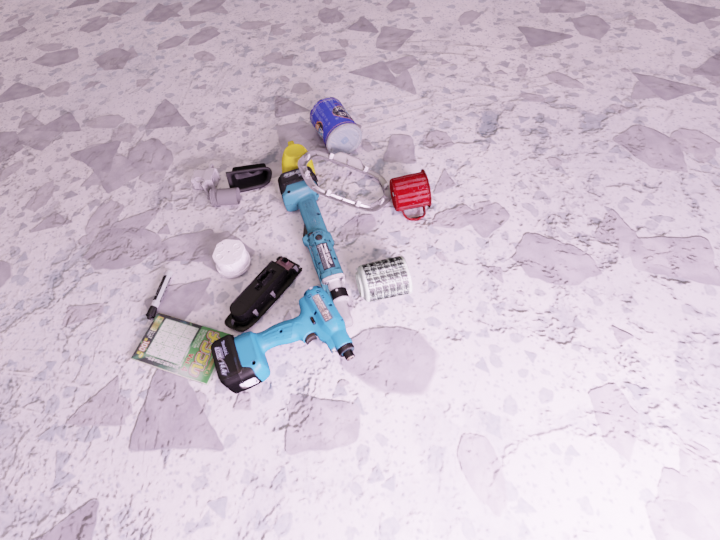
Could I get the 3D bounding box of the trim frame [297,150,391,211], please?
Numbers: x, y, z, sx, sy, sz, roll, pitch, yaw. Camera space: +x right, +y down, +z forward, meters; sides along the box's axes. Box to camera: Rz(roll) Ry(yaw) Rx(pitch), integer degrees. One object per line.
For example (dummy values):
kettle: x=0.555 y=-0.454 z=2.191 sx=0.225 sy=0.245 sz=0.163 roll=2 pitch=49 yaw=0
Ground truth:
trim frame: x=-0.035 y=-0.225 z=1.036 sx=0.245 sy=0.027 sz=0.188 roll=17 pitch=45 yaw=-8

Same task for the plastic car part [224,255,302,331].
plastic car part: x=-0.208 y=0.043 z=0.897 sx=0.068 sy=0.065 sz=0.202 roll=30 pitch=65 yaw=15

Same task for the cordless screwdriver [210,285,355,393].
cordless screwdriver: x=-0.142 y=0.147 z=0.791 sx=0.247 sy=0.071 sz=0.167 roll=-29 pitch=57 yaw=-8

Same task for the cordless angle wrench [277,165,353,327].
cordless angle wrench: x=-0.093 y=-0.061 z=0.953 sx=0.097 sy=0.071 sz=0.441 roll=-19 pitch=57 yaw=-5

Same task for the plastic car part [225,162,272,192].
plastic car part: x=-0.296 y=-0.255 z=1.124 sx=0.115 sy=0.063 sz=0.074 roll=-14 pitch=41 yaw=-9
